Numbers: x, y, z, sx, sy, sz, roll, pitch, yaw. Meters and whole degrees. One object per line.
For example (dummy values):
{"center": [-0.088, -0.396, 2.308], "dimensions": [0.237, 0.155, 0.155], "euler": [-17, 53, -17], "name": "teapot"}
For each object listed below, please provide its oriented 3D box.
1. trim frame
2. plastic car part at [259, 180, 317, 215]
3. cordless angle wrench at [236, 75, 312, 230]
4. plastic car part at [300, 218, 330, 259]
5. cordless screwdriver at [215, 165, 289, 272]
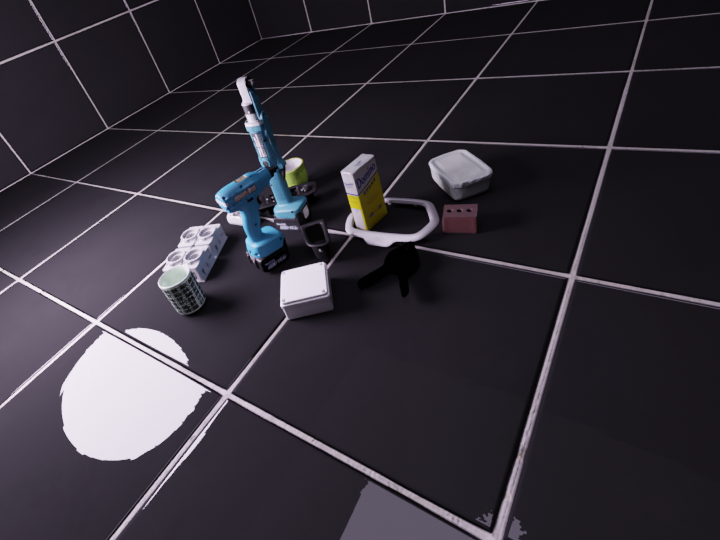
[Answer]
{"center": [0.078, -0.129, 1.086], "dimensions": [0.260, 0.026, 0.184], "euler": [9, 47, 29], "name": "trim frame"}
{"center": [-0.219, -0.209, 1.260], "dimensions": [0.202, 0.064, 0.069], "euler": [-21, 40, -3], "name": "plastic car part"}
{"center": [-0.229, -0.287, 1.088], "dimensions": [0.102, 0.405, 0.075], "euler": [4, 43, 23], "name": "cordless angle wrench"}
{"center": [-0.103, -0.067, 1.054], "dimensions": [0.066, 0.068, 0.122], "euler": [-19, 40, -3], "name": "plastic car part"}
{"center": [-0.241, -0.127, 1.042], "dimensions": [0.157, 0.238, 0.079], "euler": [-39, 44, -25], "name": "cordless screwdriver"}
